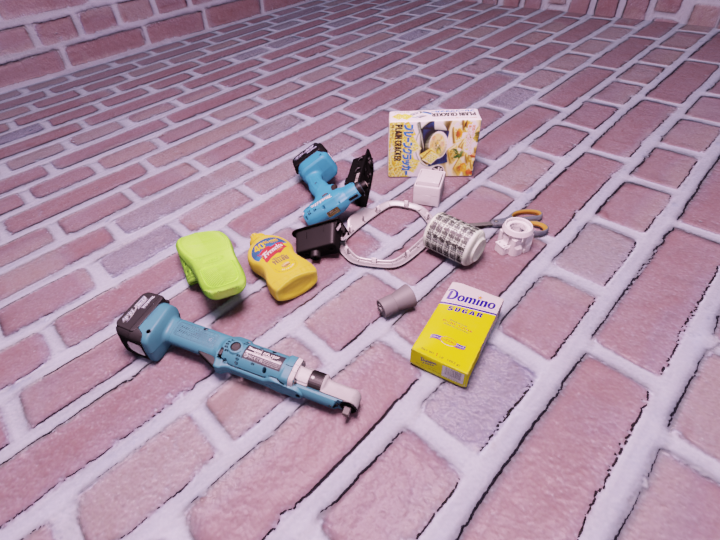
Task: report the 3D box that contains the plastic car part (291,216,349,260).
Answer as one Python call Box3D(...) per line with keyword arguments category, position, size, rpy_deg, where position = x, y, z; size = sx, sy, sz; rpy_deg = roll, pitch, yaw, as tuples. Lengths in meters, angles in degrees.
Box3D(category="plastic car part", position=(-0.087, -0.057, 0.888), size=(0.119, 0.062, 0.073), rpy_deg=(-15, 54, 18))

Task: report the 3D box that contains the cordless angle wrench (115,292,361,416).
Box3D(category="cordless angle wrench", position=(-0.201, 0.140, 0.689), size=(0.437, 0.072, 0.098), rpy_deg=(14, 46, 18))

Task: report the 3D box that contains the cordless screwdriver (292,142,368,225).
Box3D(category="cordless screwdriver", position=(-0.077, -0.221, 1.018), size=(0.161, 0.070, 0.260), rpy_deg=(-31, 44, 13))

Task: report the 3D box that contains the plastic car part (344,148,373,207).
Box3D(category="plastic car part", position=(-0.002, -0.237, 1.077), size=(0.069, 0.063, 0.206), rpy_deg=(-13, 39, 28))

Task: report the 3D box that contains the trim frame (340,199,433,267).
Box3D(category="trim frame", position=(0.059, -0.088, 0.930), size=(0.194, 0.026, 0.245), rpy_deg=(29, 55, 33))
